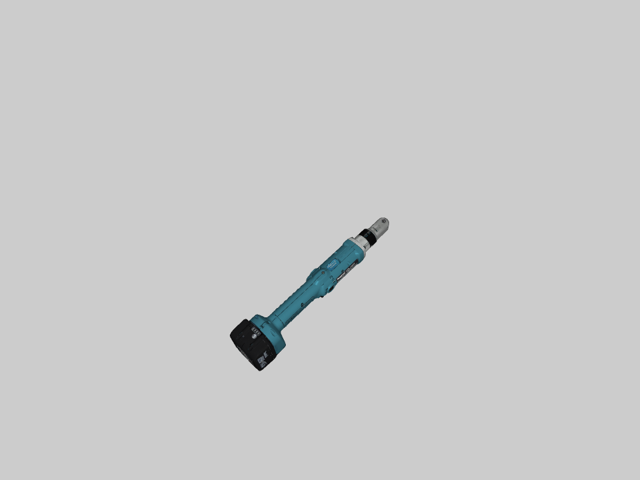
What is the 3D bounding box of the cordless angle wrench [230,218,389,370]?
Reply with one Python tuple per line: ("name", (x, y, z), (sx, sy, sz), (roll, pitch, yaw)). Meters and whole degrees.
("cordless angle wrench", (0.003, 0.086, 0.879), (0.074, 0.422, 0.098), (39, -23, 23))
